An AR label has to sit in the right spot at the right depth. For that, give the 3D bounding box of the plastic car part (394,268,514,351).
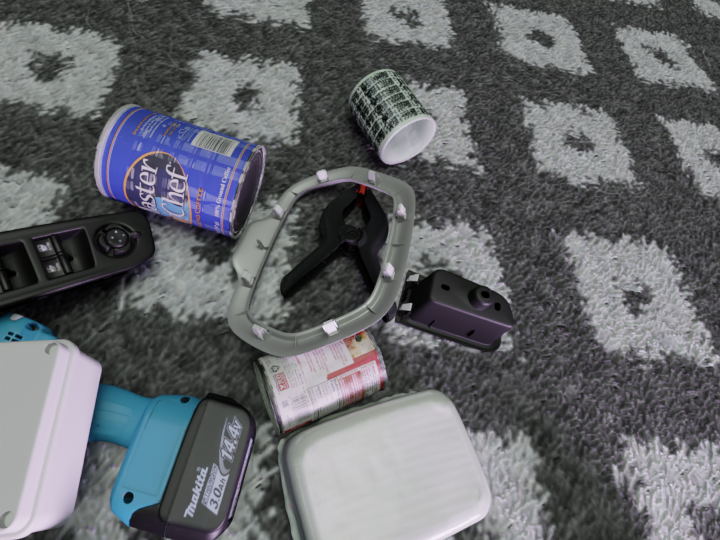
[{"bbox_3d":[0.105,0.035,0.437,0.117,0.070,0.066,19,62,3],"label":"plastic car part"}]

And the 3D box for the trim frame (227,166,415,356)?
[{"bbox_3d":[-0.042,-0.027,0.426,0.191,0.026,0.252,-1,52,24],"label":"trim frame"}]

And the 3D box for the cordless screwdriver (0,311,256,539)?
[{"bbox_3d":[-0.214,0.143,0.324,0.251,0.073,0.161,17,61,4],"label":"cordless screwdriver"}]

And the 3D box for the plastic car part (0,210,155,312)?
[{"bbox_3d":[-0.283,0.001,0.374,0.197,0.067,0.068,-25,73,-37],"label":"plastic car part"}]
